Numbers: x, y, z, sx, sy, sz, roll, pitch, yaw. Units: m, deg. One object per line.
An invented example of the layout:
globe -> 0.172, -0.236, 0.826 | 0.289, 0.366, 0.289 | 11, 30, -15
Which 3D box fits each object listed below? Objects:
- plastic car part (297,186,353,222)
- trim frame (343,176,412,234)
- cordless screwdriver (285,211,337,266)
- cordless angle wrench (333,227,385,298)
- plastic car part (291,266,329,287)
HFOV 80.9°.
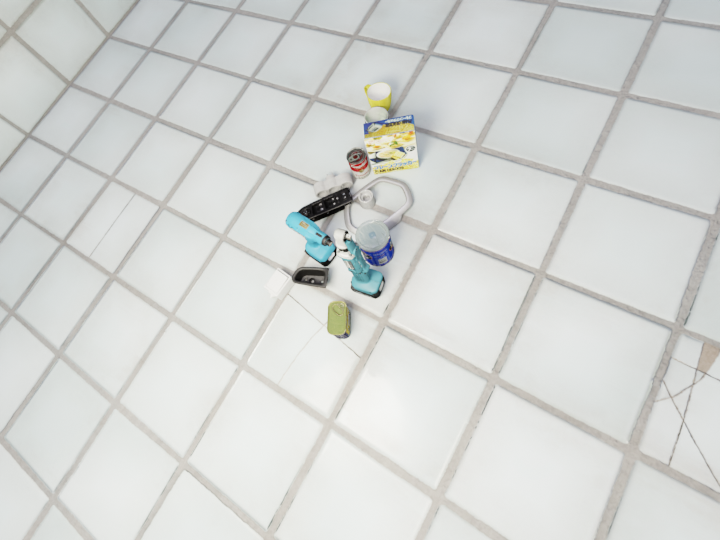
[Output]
plastic car part -> -0.122, -0.214, 1.450 | 0.205, 0.064, 0.068 | -20, 66, 7
trim frame -> 0.055, -0.213, 1.420 | 0.248, 0.026, 0.192 | -37, 64, -1
cordless screwdriver -> -0.127, -0.083, 1.302 | 0.166, 0.238, 0.074 | 33, 80, 22
cordless angle wrench -> -0.011, -0.020, 1.150 | 0.101, 0.406, 0.075 | 18, 75, 17
plastic car part -> -0.154, 0.027, 1.360 | 0.120, 0.068, 0.067 | 4, 71, 16
